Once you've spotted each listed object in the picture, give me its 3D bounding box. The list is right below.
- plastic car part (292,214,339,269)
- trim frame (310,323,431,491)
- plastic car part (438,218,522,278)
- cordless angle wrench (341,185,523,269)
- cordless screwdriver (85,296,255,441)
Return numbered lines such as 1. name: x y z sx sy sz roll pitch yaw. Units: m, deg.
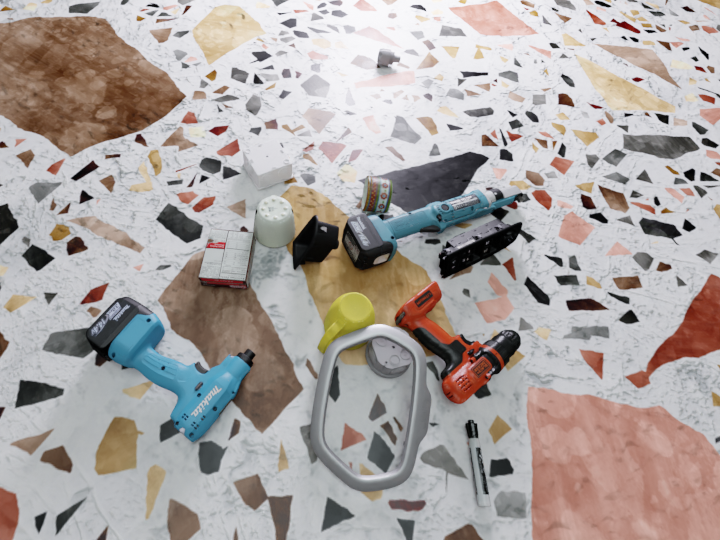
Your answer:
1. plastic car part: -0.079 -0.052 0.807 0.068 0.118 0.068 12 57 -29
2. trim frame: 0.019 0.209 0.662 0.185 0.027 0.251 9 75 2
3. plastic car part: 0.236 -0.054 0.860 0.199 0.064 0.071 -21 39 -15
4. cordless angle wrench: 0.167 -0.113 0.882 0.414 0.073 0.102 -19 64 -18
5. cordless screwdriver: -0.306 0.135 0.693 0.254 0.073 0.158 34 62 11
